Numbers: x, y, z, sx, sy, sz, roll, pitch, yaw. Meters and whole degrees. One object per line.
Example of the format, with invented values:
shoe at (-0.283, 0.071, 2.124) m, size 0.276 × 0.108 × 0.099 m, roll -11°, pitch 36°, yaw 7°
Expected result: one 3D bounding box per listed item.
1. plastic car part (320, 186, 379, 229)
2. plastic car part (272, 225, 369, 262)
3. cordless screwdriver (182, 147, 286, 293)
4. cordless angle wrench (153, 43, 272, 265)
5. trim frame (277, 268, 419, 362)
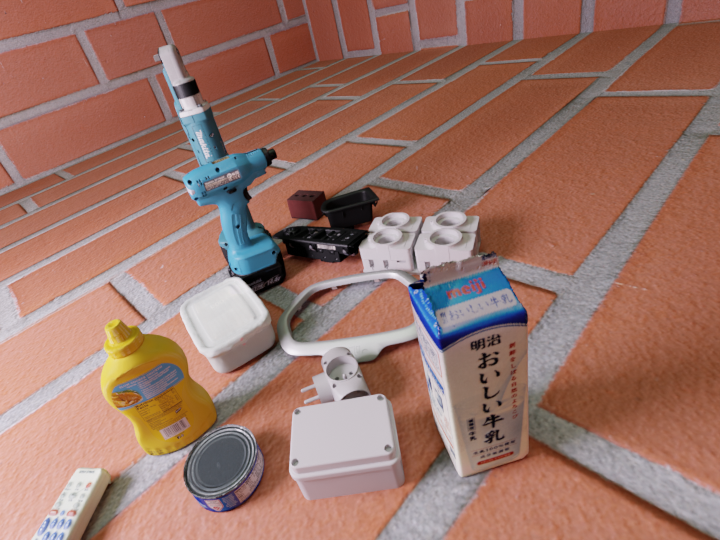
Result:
plastic car part at (-0.021, -0.118, 0.875) m, size 0.116 × 0.068 × 0.069 m, roll -19°, pitch 33°, yaw -5°
plastic car part at (-0.079, -0.052, 0.808) m, size 0.214 × 0.064 × 0.065 m, roll 12°, pitch 42°, yaw 36°
cordless screwdriver at (-0.192, -0.087, 0.750) m, size 0.156 × 0.239 × 0.078 m, roll -27°, pitch 34°, yaw -18°
cordless angle wrench at (-0.266, -0.192, 0.781) m, size 0.099 × 0.407 × 0.077 m, roll -12°, pitch 32°, yaw 4°
trim frame at (-0.011, 0.065, 0.647) m, size 0.252 × 0.026 × 0.189 m, roll -10°, pitch 34°, yaw 10°
